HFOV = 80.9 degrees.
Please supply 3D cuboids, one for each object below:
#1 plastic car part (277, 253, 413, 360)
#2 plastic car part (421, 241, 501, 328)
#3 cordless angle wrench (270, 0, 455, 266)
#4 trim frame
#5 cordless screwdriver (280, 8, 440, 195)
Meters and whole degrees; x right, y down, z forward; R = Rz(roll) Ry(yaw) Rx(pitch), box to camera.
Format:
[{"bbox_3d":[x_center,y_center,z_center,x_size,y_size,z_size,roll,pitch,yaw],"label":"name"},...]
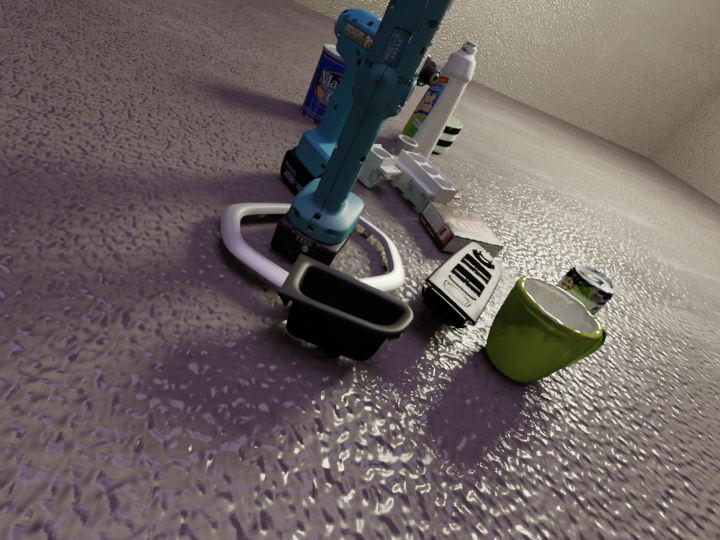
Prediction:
[{"bbox_3d":[-0.021,0.046,0.384,0.116,0.070,0.066,26,33,-1],"label":"plastic car part"},{"bbox_3d":[0.126,0.019,0.521,0.068,0.066,0.198,37,35,14],"label":"plastic car part"},{"bbox_3d":[0.023,-0.178,0.403,0.075,0.420,0.098,31,33,2],"label":"cordless angle wrench"},{"bbox_3d":[-0.050,-0.033,0.512,0.238,0.027,0.194,-7,45,-39],"label":"trim frame"},{"bbox_3d":[-0.009,-0.192,0.557,0.071,0.247,0.167,-10,49,-45],"label":"cordless screwdriver"}]
